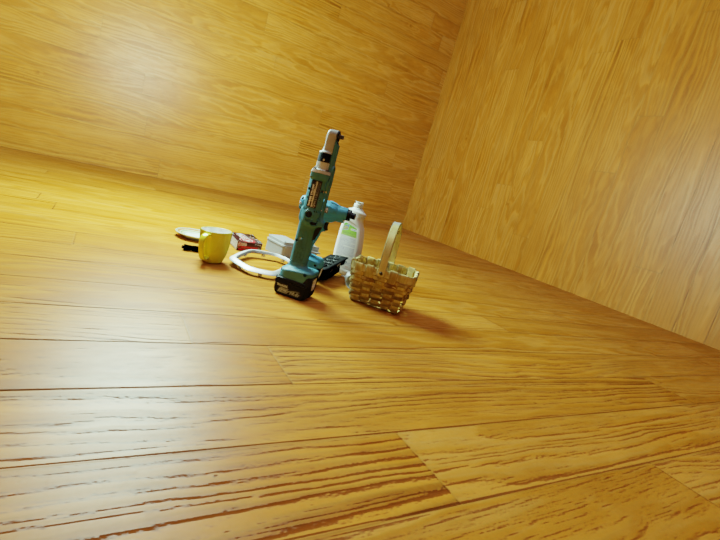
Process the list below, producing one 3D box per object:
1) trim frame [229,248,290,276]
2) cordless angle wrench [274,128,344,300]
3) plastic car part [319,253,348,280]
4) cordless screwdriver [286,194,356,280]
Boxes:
[{"bbox_3d":[-0.288,-0.022,1.270,0.187,0.027,0.247,16,12,5],"label":"trim frame"},{"bbox_3d":[-0.119,-0.138,1.049,0.100,0.420,0.073,18,10,12],"label":"cordless angle wrench"},{"bbox_3d":[-0.103,-0.009,1.333,0.068,0.066,0.198,18,12,13],"label":"plastic car part"},{"bbox_3d":[-0.116,-0.076,1.187,0.162,0.247,0.074,17,10,7],"label":"cordless screwdriver"}]
